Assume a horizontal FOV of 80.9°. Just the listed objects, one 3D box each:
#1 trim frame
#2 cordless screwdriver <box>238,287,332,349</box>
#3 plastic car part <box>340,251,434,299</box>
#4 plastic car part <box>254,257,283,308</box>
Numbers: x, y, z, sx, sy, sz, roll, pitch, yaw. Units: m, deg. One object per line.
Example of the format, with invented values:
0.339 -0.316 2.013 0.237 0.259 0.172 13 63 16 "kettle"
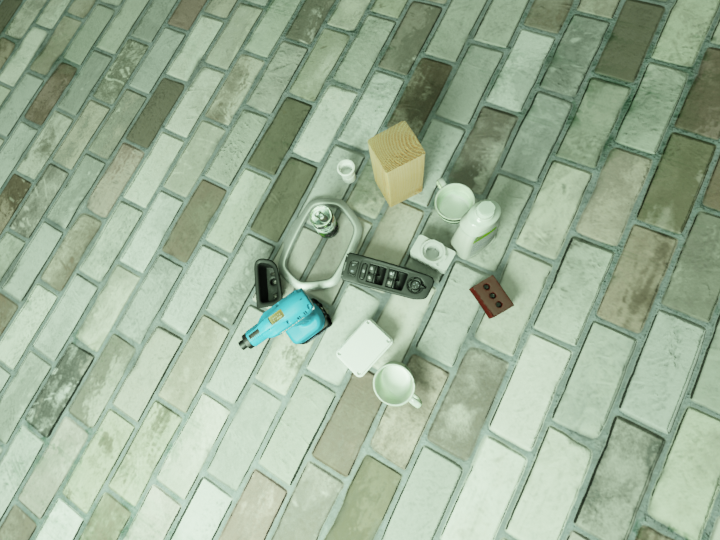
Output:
-0.102 -0.067 1.040 0.190 0.027 0.249 22 82 16 "trim frame"
-0.151 0.116 0.893 0.159 0.242 0.076 -36 77 0 "cordless screwdriver"
0.061 0.019 0.965 0.209 0.065 0.067 15 80 14 "plastic car part"
-0.215 0.032 1.017 0.067 0.069 0.119 -11 75 7 "plastic car part"
